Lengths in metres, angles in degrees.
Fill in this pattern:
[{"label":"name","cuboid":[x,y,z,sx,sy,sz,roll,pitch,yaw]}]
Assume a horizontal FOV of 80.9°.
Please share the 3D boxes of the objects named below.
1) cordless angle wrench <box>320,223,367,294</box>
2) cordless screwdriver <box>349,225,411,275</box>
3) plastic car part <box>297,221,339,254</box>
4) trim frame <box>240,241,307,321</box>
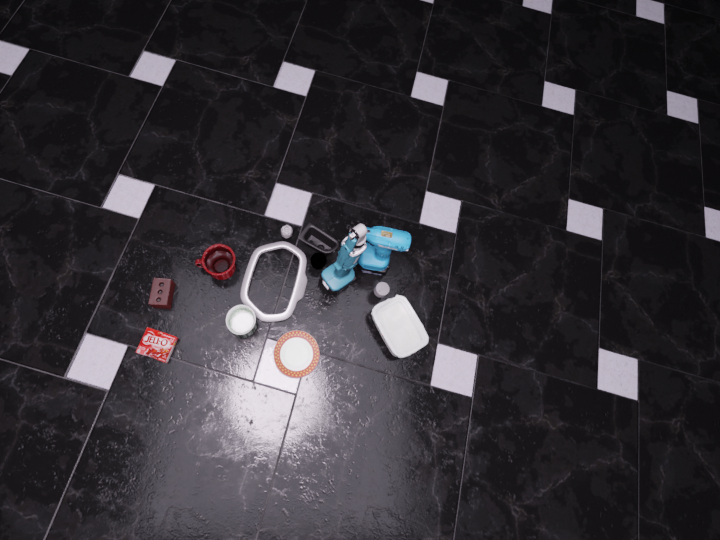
[{"label":"cordless angle wrench","cuboid":[-0.035,-0.030,1.086,0.097,0.420,0.076,-34,82,-18]},{"label":"cordless screwdriver","cuboid":[0.033,-0.061,1.195,0.158,0.247,0.075,13,72,-5]},{"label":"plastic car part","cuboid":[-0.125,-0.082,1.282,0.118,0.070,0.066,32,71,5]},{"label":"trim frame","cuboid":[-0.252,0.030,1.254,0.184,0.027,0.251,13,70,-1]}]
